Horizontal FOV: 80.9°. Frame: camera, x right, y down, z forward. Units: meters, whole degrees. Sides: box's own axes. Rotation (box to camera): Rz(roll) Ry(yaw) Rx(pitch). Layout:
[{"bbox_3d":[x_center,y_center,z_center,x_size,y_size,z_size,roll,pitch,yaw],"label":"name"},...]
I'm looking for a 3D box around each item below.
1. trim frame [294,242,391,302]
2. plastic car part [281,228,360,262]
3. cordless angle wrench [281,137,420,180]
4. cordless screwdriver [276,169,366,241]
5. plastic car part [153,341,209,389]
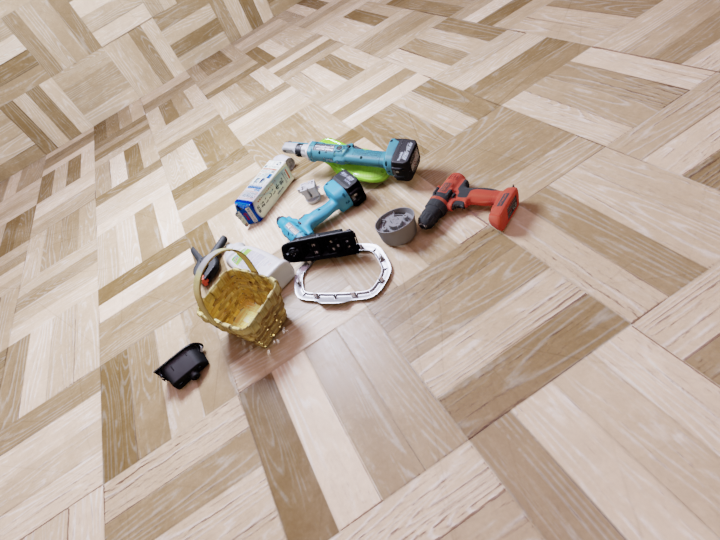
[{"bbox_3d":[-0.048,0.005,1.011,0.257,0.026,0.187,-2,52,23],"label":"trim frame"},{"bbox_3d":[-0.102,-0.067,1.048,0.208,0.063,0.068,-11,37,18],"label":"plastic car part"},{"bbox_3d":[-0.049,-0.330,1.195,0.443,0.070,0.098,14,66,28],"label":"cordless angle wrench"},{"bbox_3d":[-0.116,-0.176,1.175,0.248,0.070,0.168,-42,46,-8],"label":"cordless screwdriver"},{"bbox_3d":[-0.402,0.227,0.977,0.115,0.063,0.074,-39,60,-14],"label":"plastic car part"}]
